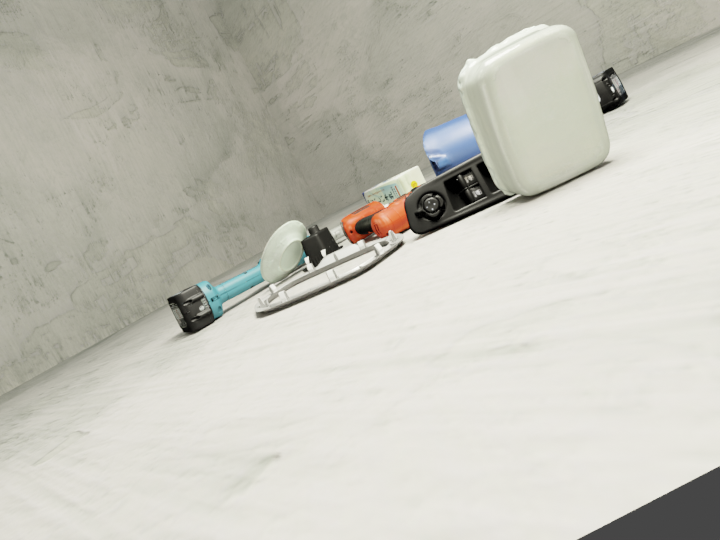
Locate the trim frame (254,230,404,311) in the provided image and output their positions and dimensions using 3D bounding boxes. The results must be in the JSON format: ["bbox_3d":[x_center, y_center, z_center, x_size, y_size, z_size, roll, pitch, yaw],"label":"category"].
[{"bbox_3d":[-0.052,0.000,0.613,0.253,0.027,0.182,-25,9,21],"label":"trim frame"}]

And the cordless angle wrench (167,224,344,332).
[{"bbox_3d":[-0.180,-0.009,0.873,0.412,0.074,0.101,-31,9,-34],"label":"cordless angle wrench"}]

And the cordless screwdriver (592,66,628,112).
[{"bbox_3d":[0.424,-0.333,0.926,0.155,0.074,0.256,-35,8,-37],"label":"cordless screwdriver"}]

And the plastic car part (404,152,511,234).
[{"bbox_3d":[0.151,-0.111,0.547,0.205,0.067,0.066,-25,-2,10],"label":"plastic car part"}]

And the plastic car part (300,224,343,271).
[{"bbox_3d":[-0.080,-0.053,0.823,0.067,0.070,0.116,-24,12,17],"label":"plastic car part"}]
